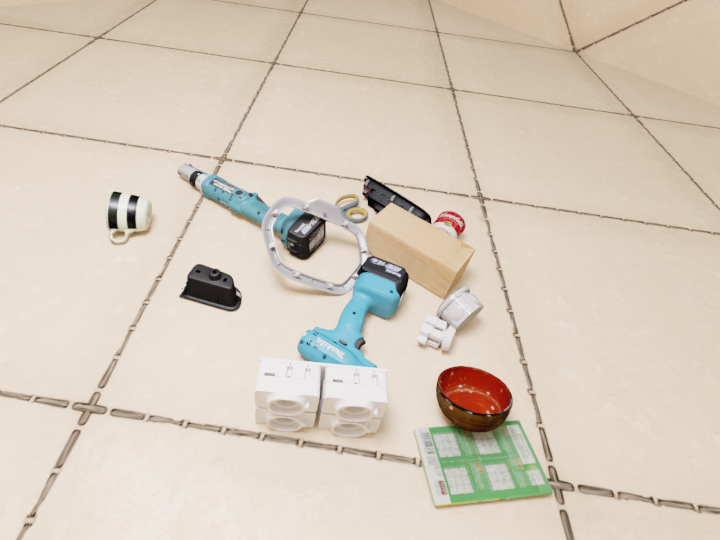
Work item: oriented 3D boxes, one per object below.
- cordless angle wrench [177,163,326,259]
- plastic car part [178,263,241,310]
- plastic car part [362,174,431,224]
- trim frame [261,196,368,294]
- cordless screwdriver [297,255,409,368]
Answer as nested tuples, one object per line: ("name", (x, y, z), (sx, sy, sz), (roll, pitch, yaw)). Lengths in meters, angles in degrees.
("cordless angle wrench", (-0.274, -0.161, 0.979), (0.441, 0.072, 0.097), (27, 54, 22))
("plastic car part", (-0.278, 0.024, 0.795), (0.119, 0.069, 0.066), (15, 46, 9))
("plastic car part", (0.079, -0.154, 1.025), (0.212, 0.064, 0.066), (32, 59, 22))
("trim frame", (-0.083, -0.054, 0.848), (0.239, 0.028, 0.187), (20, 64, -22))
("cordless screwdriver", (0.017, 0.093, 0.764), (0.165, 0.072, 0.247), (25, 51, 18))
